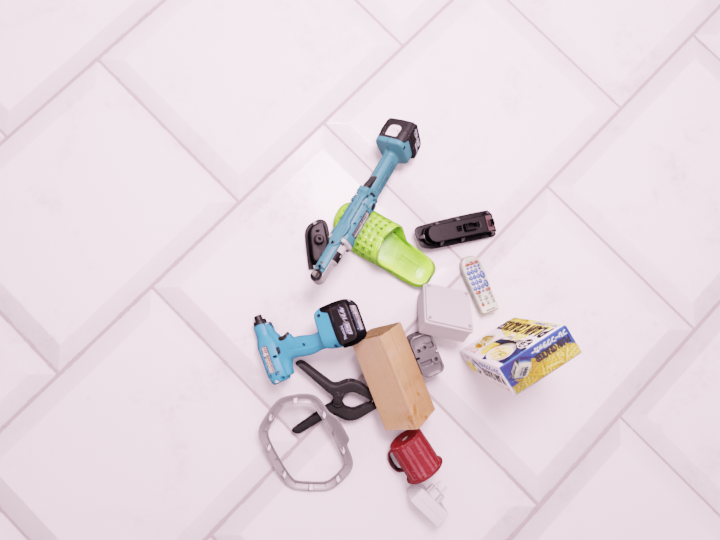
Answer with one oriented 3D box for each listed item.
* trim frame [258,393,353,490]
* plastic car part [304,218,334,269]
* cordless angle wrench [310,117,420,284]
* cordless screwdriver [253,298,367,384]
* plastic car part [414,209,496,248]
[{"bbox_3d":[-0.119,0.390,0.945,0.184,0.028,0.246,-26,96,1],"label":"trim frame"},{"bbox_3d":[-0.096,-0.063,0.983,0.065,0.071,0.117,-9,90,-6],"label":"plastic car part"},{"bbox_3d":[0.006,-0.151,0.942,0.078,0.093,0.423,22,73,26],"label":"cordless angle wrench"},{"bbox_3d":[-0.122,0.132,0.932,0.252,0.071,0.163,-28,74,17],"label":"cordless screwdriver"},{"bbox_3d":[0.231,-0.094,0.995,0.201,0.068,0.066,-12,93,-6],"label":"plastic car part"}]
